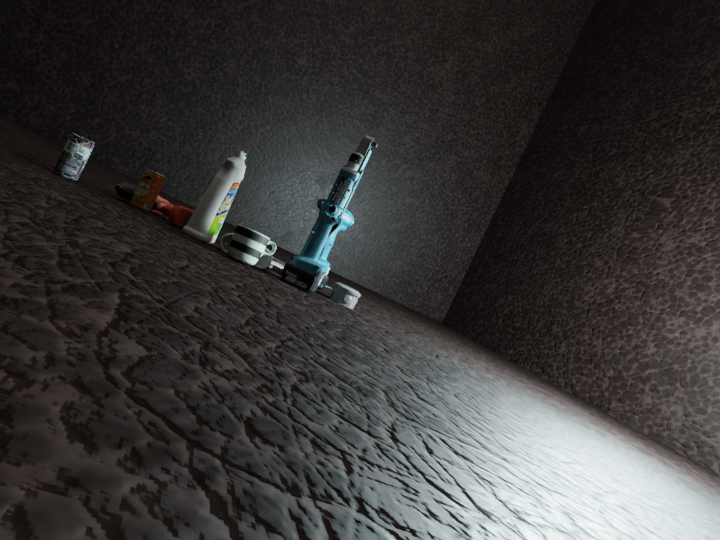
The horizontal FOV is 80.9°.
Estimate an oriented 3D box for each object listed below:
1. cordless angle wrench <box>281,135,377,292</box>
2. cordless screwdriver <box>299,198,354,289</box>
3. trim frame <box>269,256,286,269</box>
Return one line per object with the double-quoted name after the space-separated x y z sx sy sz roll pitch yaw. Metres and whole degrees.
-0.070 -0.150 1.071 0.099 0.423 0.073 26 -1 5 "cordless angle wrench"
-0.117 -0.076 1.193 0.078 0.249 0.151 25 -1 33 "cordless screwdriver"
-0.304 -0.044 1.240 0.263 0.027 0.174 26 0 41 "trim frame"
